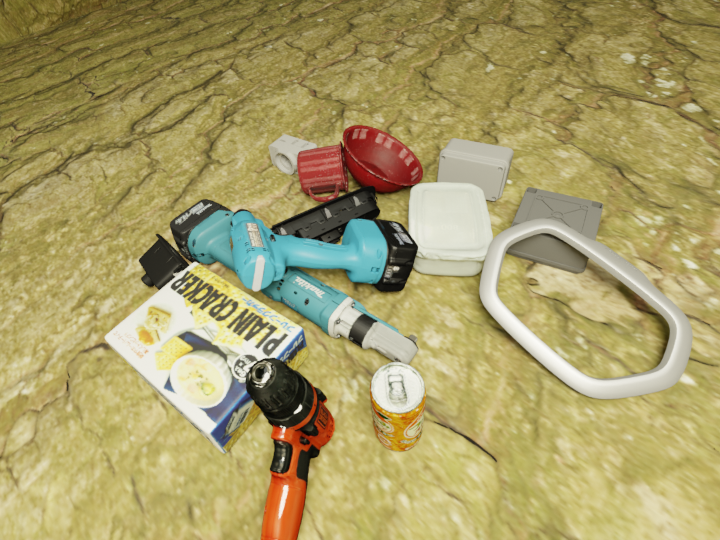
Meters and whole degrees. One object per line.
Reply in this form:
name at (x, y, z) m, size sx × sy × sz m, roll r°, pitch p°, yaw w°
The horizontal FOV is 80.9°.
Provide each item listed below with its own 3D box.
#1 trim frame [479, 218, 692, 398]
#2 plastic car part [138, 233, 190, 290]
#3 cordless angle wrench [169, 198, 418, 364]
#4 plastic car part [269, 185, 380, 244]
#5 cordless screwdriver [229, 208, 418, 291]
trim frame at (0.267, 0.038, 0.521) m, size 0.183 × 0.026 × 0.260 m, roll -40°, pitch 63°, yaw -9°
plastic car part at (-0.312, -0.001, 0.672) m, size 0.123 × 0.063 × 0.070 m, roll 33°, pitch 73°, yaw 36°
cordless angle wrench at (-0.111, 0.015, 0.615) m, size 0.444 × 0.072 × 0.097 m, roll 28°, pitch 55°, yaw 27°
plastic car part at (-0.048, -0.080, 0.696) m, size 0.200 × 0.064 × 0.070 m, roll -30°, pitch 61°, yaw -19°
cordless screwdriver at (-0.058, -0.038, 0.593) m, size 0.241 × 0.073 × 0.167 m, roll 0°, pitch 33°, yaw -21°
